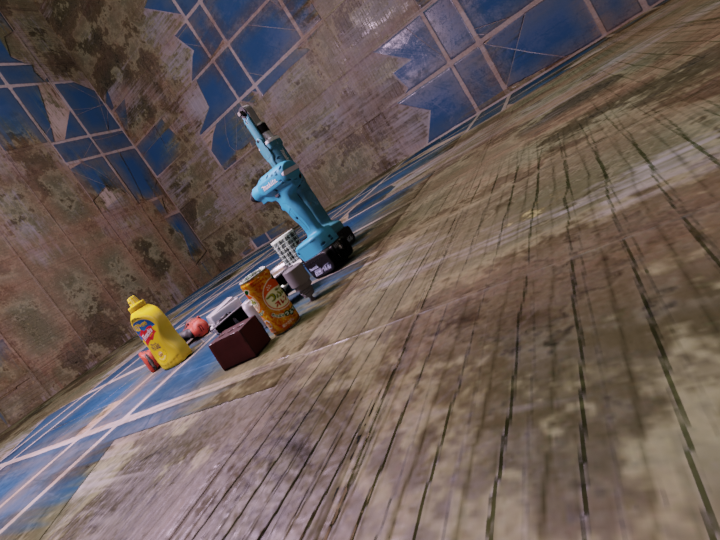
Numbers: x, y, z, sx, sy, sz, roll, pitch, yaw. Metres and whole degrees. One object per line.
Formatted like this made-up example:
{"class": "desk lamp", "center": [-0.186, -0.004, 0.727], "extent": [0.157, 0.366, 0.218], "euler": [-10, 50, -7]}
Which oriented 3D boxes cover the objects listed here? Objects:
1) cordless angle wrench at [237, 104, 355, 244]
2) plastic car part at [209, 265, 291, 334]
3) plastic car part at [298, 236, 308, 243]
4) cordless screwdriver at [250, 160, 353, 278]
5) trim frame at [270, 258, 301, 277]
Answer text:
{"class": "cordless angle wrench", "center": [-0.167, -0.222, 1.041], "extent": [0.076, 0.417, 0.096], "euler": [-26, 10, 47]}
{"class": "plastic car part", "center": [-0.207, 0.071, 0.849], "extent": [0.202, 0.066, 0.068], "euler": [-35, 10, -9]}
{"class": "plastic car part", "center": [-0.112, -0.073, 1.145], "extent": [0.068, 0.070, 0.115], "euler": [-24, 14, 43]}
{"class": "cordless screwdriver", "center": [-0.138, -0.102, 0.915], "extent": [0.164, 0.245, 0.073], "euler": [-24, 12, 47]}
{"class": "trim frame", "center": [-0.228, -0.002, 1.263], "extent": [0.253, 0.027, 0.184], "euler": [-28, 13, 22]}
